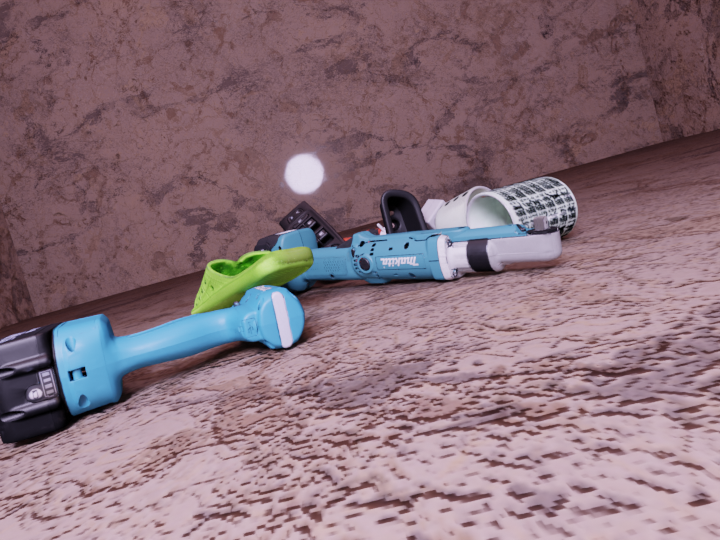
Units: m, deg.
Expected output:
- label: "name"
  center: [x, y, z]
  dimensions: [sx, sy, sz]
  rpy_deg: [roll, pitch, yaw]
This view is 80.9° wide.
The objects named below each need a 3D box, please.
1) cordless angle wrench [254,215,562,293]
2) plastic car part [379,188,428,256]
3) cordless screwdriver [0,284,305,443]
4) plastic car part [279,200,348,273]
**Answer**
- label: "cordless angle wrench"
  center: [0.020, -0.017, 0.531]
  dimensions: [0.443, 0.097, 0.072]
  rpy_deg: [-2, 13, 44]
- label: "plastic car part"
  center: [0.062, -0.067, 0.668]
  dimensions: [0.065, 0.117, 0.071]
  rpy_deg: [-16, -3, -12]
- label: "cordless screwdriver"
  center: [-0.187, 0.064, 0.400]
  dimensions: [0.242, 0.074, 0.164]
  rpy_deg: [-14, 5, -21]
- label: "plastic car part"
  center: [-0.072, -0.047, 0.737]
  dimensions: [0.066, 0.064, 0.214]
  rpy_deg: [-37, 39, -8]
